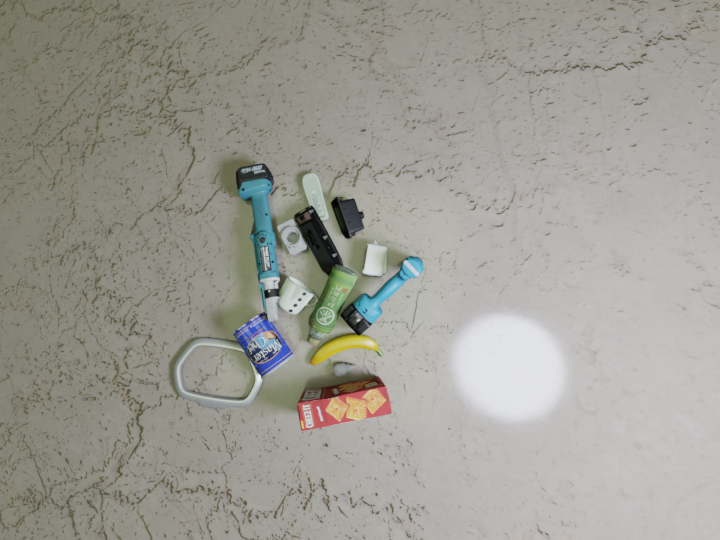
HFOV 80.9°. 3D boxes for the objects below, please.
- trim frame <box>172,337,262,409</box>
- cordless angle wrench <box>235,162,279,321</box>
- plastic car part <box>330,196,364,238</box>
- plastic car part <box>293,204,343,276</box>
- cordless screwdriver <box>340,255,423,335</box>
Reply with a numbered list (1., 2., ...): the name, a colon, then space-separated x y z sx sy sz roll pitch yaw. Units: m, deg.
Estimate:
1. trim frame: -0.386 0.280 1.141 0.249 0.027 0.185 7 82 2
2. cordless angle wrench: -0.258 -0.076 1.128 0.098 0.073 0.431 -11 76 0
3. plastic car part: -0.027 -0.150 1.163 0.070 0.067 0.117 -22 87 -16
4. plastic car part: -0.111 -0.073 1.139 0.067 0.067 0.201 -29 95 12
5. cordless screwdriver: 0.066 0.055 1.103 0.250 0.156 0.075 -44 85 12
